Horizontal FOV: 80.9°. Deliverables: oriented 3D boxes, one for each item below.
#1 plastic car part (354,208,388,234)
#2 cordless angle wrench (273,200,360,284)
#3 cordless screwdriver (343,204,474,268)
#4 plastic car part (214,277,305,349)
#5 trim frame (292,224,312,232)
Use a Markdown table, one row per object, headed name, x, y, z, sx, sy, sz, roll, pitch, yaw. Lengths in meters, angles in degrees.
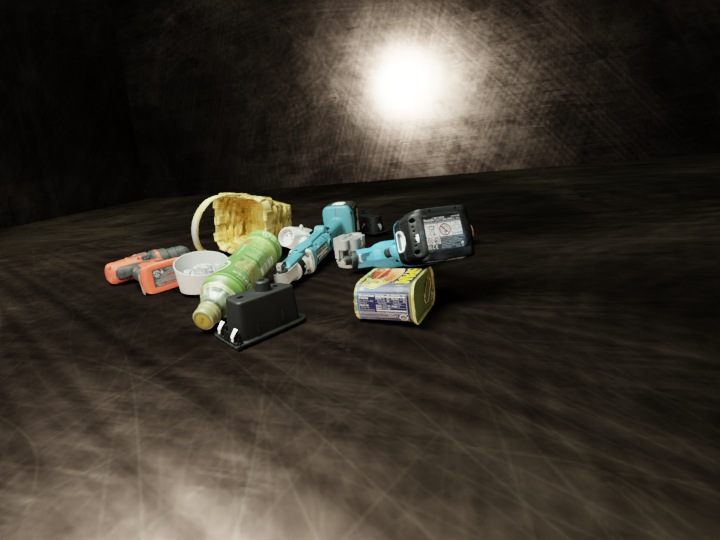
| name | x | y | z | sx | sy | sz | roll | pitch | yaw |
| --- | --- | --- | --- | --- | --- | --- | --- | --- | --- |
| plastic car part | 0.010 | -0.133 | 1.157 | 0.064 | 0.066 | 0.213 | -4 | 16 | -25 |
| cordless angle wrench | -0.088 | -0.057 | 0.899 | 0.076 | 0.096 | 0.421 | -2 | 21 | 15 |
| cordless screwdriver | 0.066 | -0.037 | 0.685 | 0.157 | 0.075 | 0.250 | -8 | -4 | -10 |
| plastic car part | -0.134 | 0.048 | 0.566 | 0.113 | 0.069 | 0.069 | -22 | 23 | -38 |
| trim frame | -0.245 | -0.099 | 1.188 | 0.191 | 0.027 | 0.244 | 0 | 19 | 25 |
